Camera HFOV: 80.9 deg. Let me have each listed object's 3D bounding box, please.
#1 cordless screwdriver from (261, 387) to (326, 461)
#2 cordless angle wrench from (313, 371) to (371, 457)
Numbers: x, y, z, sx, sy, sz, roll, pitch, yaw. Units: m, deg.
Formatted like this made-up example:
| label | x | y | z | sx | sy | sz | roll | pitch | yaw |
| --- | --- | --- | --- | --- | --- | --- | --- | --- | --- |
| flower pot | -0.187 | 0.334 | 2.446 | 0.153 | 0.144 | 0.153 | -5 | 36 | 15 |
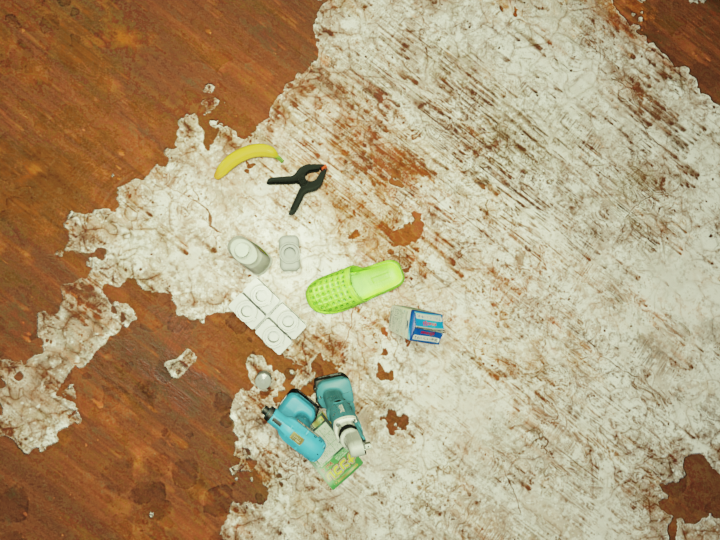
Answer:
| label | x | y | z | sx | sy | sz | roll | pitch | yaw |
| --- | --- | --- | --- | --- | --- | --- | --- | --- | --- |
| cordless screwdriver | -0.166 | 0.349 | 1.015 | 0.158 | 0.251 | 0.074 | 38 | 83 | -5 |
| cordless angle wrench | -0.043 | 0.315 | 0.939 | 0.097 | 0.427 | 0.074 | -11 | 91 | -10 |
